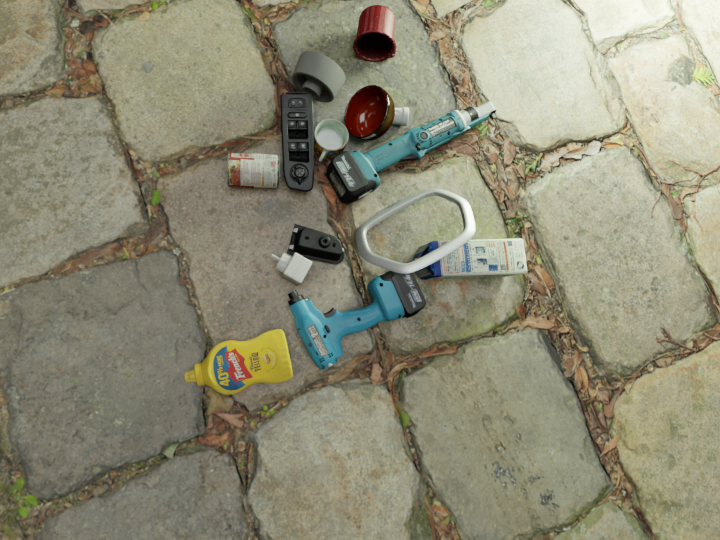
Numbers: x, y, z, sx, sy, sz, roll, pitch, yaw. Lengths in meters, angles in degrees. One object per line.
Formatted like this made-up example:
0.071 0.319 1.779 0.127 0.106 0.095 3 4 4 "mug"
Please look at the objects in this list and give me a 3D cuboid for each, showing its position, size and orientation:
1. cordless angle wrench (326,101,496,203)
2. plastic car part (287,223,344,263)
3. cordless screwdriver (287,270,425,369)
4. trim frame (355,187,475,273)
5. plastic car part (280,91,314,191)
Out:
0.126 -0.278 0.917 0.417 0.075 0.099 -29 87 -15 "cordless angle wrench"
-0.082 -0.054 0.843 0.116 0.071 0.066 14 80 -4 "plastic car part"
-0.011 0.065 0.831 0.247 0.074 0.161 -28 85 -8 "cordless screwdriver"
0.109 -0.084 0.848 0.246 0.026 0.194 -31 53 -9 "trim frame"
-0.133 -0.260 0.875 0.064 0.068 0.204 -2 84 -18 "plastic car part"
